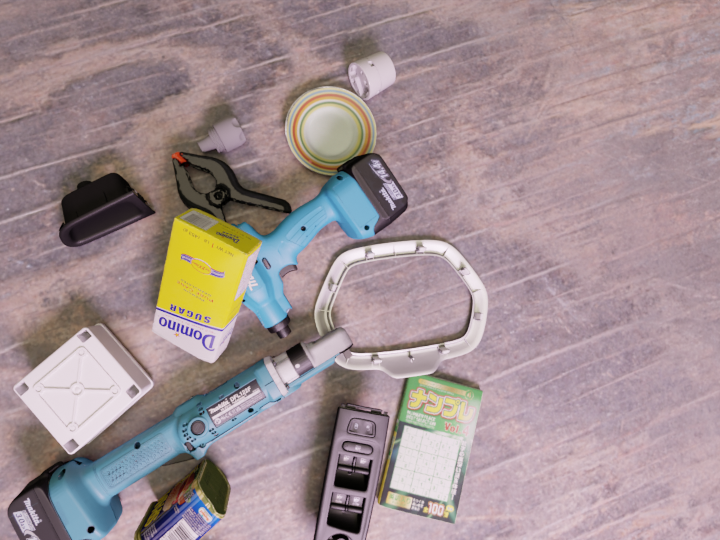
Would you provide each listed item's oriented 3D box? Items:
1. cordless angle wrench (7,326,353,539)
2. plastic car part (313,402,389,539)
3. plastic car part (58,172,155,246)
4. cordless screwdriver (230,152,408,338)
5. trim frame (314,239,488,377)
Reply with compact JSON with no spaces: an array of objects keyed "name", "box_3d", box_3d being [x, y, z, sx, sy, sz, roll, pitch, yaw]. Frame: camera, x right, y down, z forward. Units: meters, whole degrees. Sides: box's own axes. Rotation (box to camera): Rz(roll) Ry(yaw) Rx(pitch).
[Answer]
[{"name":"cordless angle wrench","box_3d":[-0.196,0.188,0.519,0.420,0.075,0.098,-31,89,-8]},{"name":"plastic car part","box_3d":[-0.020,0.270,0.529,0.065,0.068,0.204,13,79,-14]},{"name":"plastic car part","box_3d":[-0.344,-0.088,0.554,0.116,0.064,0.073,-24,73,-5]},{"name":"cordless screwdriver","box_3d":[-0.054,-0.035,0.551,0.247,0.076,0.157,-32,99,-8]},{"name":"trim frame","box_3d":[0.060,0.051,0.587,0.245,0.028,0.185,-6,85,-8]}]
